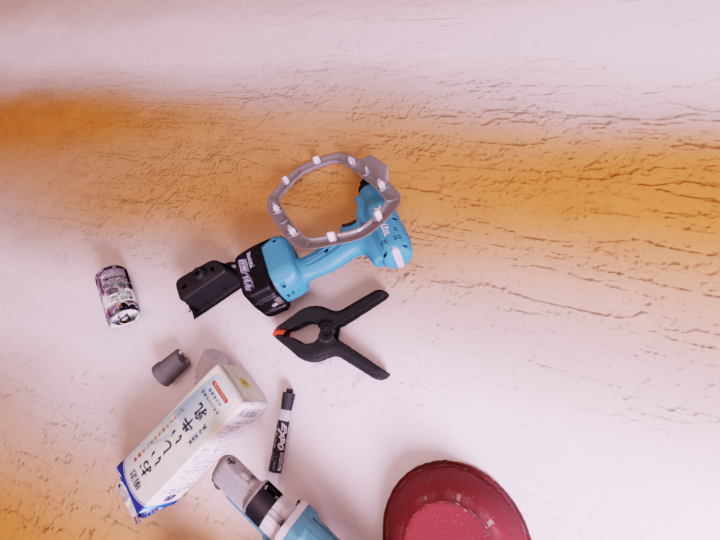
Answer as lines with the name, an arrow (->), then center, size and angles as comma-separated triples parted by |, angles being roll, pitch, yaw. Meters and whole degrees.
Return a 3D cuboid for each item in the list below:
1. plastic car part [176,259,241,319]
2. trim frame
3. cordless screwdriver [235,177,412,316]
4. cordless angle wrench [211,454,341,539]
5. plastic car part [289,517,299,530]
plastic car part -> -0.250, 0.018, 0.684 | 0.117, 0.067, 0.069 | -32, 65, 9
trim frame -> -0.048, -0.116, 0.636 | 0.183, 0.026, 0.262 | -30, 40, -7
cordless screwdriver -> -0.062, -0.041, 0.634 | 0.251, 0.070, 0.166 | -22, 54, 7
cordless angle wrench -> 0.010, 0.332, 0.412 | 0.439, 0.072, 0.097 | 33, 107, 20
plastic car part -> -0.042, 0.389, 0.467 | 0.066, 0.065, 0.208 | -3, 65, -7
